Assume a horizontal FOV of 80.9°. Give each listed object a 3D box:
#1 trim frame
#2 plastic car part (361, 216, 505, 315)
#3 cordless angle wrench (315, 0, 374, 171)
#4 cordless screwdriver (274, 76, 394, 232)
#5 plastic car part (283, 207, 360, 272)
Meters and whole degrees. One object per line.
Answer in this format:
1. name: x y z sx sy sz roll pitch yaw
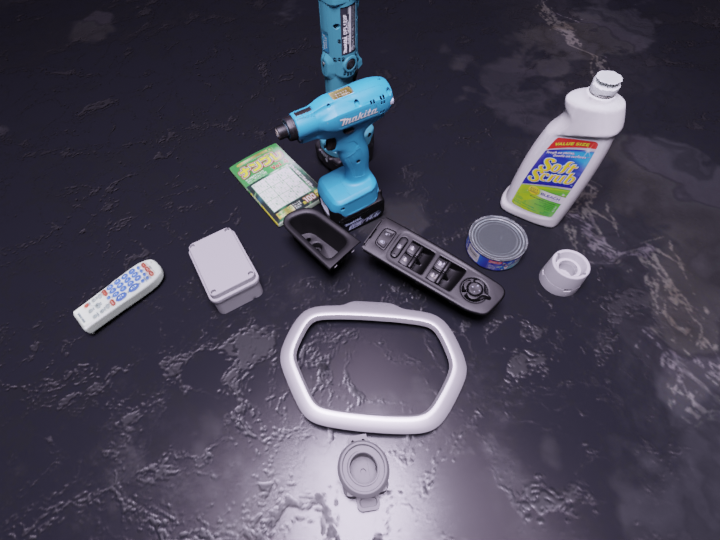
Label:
1. trim frame: 0.015 0.121 0.571 0.251 0.026 0.189 0 57 5
2. plastic car part: 0.102 0.004 0.617 0.211 0.065 0.066 30 63 22
3. cordless angle wrench: -0.029 -0.322 0.638 0.096 0.409 0.078 -33 63 -19
4. cordless screwdriver: -0.036 -0.154 0.629 0.157 0.240 0.078 -24 61 -13
5. plastic car part: -0.065 -0.042 0.661 0.122 0.068 0.065 39 66 25
